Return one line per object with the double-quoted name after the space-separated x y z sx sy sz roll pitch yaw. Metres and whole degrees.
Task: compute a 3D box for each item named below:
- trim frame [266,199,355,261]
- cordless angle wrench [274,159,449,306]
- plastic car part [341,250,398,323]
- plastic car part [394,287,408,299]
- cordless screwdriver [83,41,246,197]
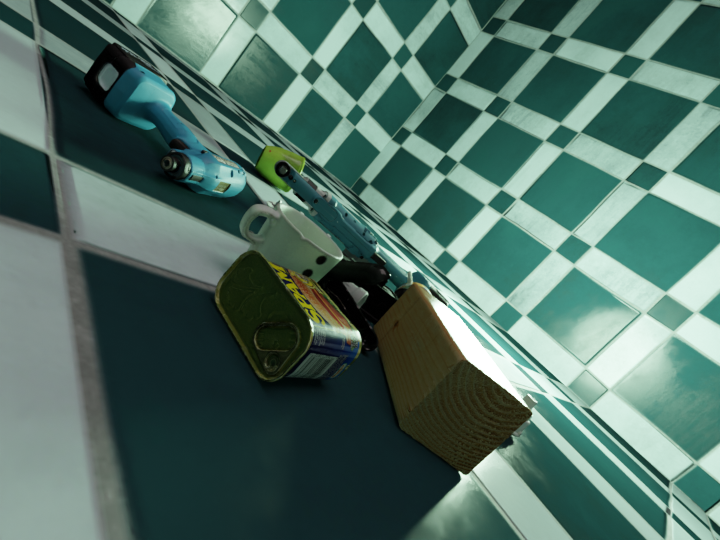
-0.074 -0.048 0.754 0.260 0.027 0.175 47 13 27 "trim frame"
-0.001 -0.054 0.787 0.408 0.074 0.101 42 7 -20 "cordless angle wrench"
-0.006 0.020 0.619 0.196 0.067 0.068 34 19 -17 "plastic car part"
0.096 0.074 0.674 0.120 0.066 0.069 41 -10 13 "plastic car part"
-0.268 -0.196 0.559 0.253 0.075 0.156 46 11 9 "cordless screwdriver"
